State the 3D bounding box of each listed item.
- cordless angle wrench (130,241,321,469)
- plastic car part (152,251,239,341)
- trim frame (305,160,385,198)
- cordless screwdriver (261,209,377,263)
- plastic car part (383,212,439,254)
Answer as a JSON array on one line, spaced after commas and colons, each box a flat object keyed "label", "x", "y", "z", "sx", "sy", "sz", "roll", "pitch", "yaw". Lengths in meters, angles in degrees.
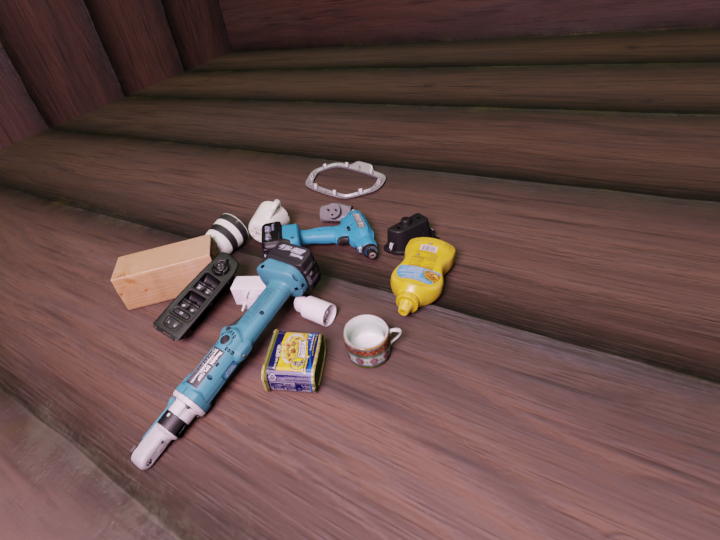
[{"label": "cordless angle wrench", "x": -0.215, "y": 0.127, "z": 0.705, "sx": 0.103, "sy": 0.071, "sz": 0.422, "roll": 15, "pitch": 56, "yaw": 31}, {"label": "plastic car part", "x": -0.311, "y": 0.053, "z": 0.840, "sx": 0.069, "sy": 0.064, "sz": 0.203, "roll": 21, "pitch": 62, "yaw": 21}, {"label": "trim frame", "x": -0.047, "y": -0.267, "z": 1.217, "sx": 0.263, "sy": 0.026, "sz": 0.181, "roll": 24, "pitch": 49, "yaw": 39}, {"label": "cordless screwdriver", "x": -0.092, "y": -0.060, "z": 0.937, "sx": 0.247, "sy": 0.072, "sz": 0.166, "roll": -12, "pitch": 38, "yaw": -7}, {"label": "plastic car part", "x": 0.106, "y": -0.086, "z": 0.919, "sx": 0.114, "sy": 0.068, "sz": 0.070, "roll": -24, "pitch": 38, "yaw": -21}]
